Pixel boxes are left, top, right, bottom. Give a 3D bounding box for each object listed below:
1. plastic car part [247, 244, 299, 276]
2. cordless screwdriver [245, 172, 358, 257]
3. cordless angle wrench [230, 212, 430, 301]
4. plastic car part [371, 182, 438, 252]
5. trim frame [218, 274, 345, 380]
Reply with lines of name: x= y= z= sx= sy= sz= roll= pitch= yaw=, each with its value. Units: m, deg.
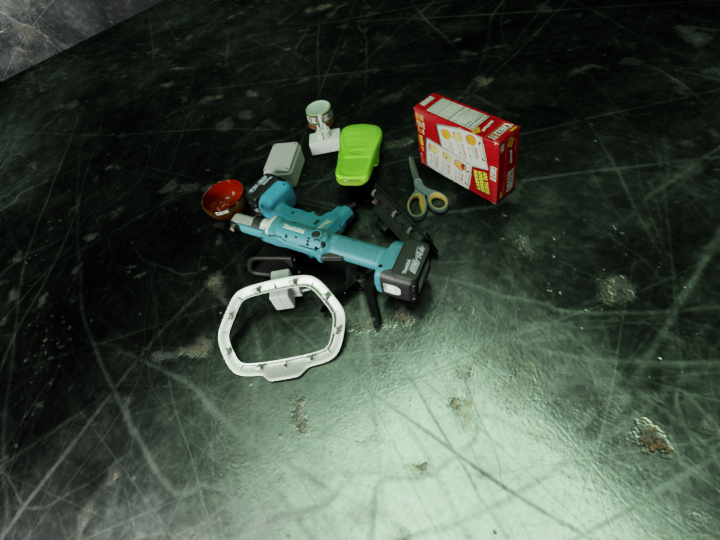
plastic car part: x=-0.180 y=-0.027 z=0.903 sx=0.121 sy=0.063 sz=0.071 roll=5 pitch=45 yaw=23
cordless screwdriver: x=-0.137 y=-0.145 z=0.970 sx=0.262 sy=0.071 sz=0.158 roll=35 pitch=70 yaw=31
cordless angle wrench: x=-0.081 y=-0.053 z=0.826 sx=0.441 sy=0.071 sz=0.098 roll=17 pitch=61 yaw=24
plastic car part: x=0.078 y=-0.098 z=0.872 sx=0.067 sy=0.063 sz=0.214 roll=-39 pitch=52 yaw=-3
trim frame: x=-0.150 y=0.105 z=0.782 sx=0.251 sy=0.026 sz=0.188 roll=-12 pitch=74 yaw=8
